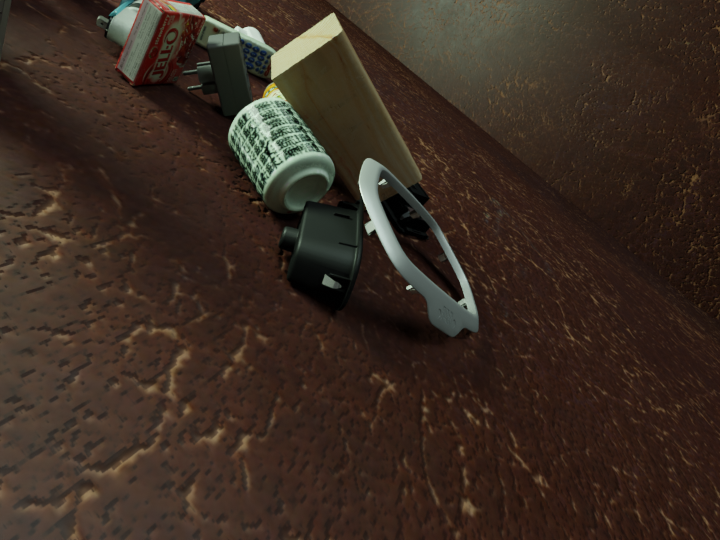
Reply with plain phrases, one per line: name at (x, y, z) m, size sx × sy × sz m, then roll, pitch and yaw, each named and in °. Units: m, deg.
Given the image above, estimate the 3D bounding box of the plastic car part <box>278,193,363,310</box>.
plastic car part at (-0.038, -0.025, 0.389) m, size 0.070 × 0.065 × 0.119 m, roll 18°, pitch 36°, yaw -8°

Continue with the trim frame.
trim frame at (0.066, -0.022, 0.454) m, size 0.234 × 0.028 × 0.191 m, roll 36°, pitch 32°, yaw -48°

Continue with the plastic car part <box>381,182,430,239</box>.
plastic car part at (0.047, -0.139, 0.639) m, size 0.063 × 0.067 × 0.213 m, roll 4°, pitch 41°, yaw -37°

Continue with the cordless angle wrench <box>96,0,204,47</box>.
cordless angle wrench at (-0.294, -0.405, 0.626) m, size 0.094 × 0.075 × 0.439 m, roll 22°, pitch 35°, yaw -28°
